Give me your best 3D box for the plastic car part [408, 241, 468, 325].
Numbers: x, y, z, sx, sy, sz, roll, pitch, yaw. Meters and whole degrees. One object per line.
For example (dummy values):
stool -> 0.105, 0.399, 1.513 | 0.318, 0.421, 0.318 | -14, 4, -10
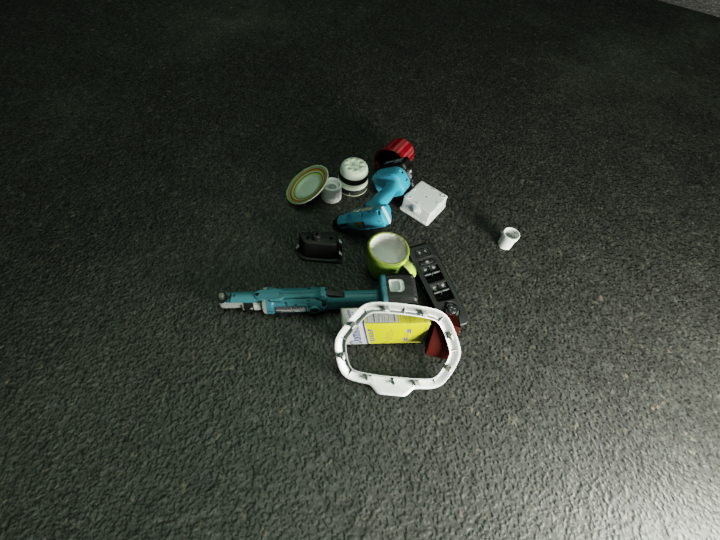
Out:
plastic car part -> 0.163, 0.038, 0.939 | 0.064, 0.066, 0.211 | -12, 60, -22

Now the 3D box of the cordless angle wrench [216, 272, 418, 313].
cordless angle wrench -> -0.097, 0.061, 0.908 | 0.424, 0.095, 0.076 | -1, 55, 1

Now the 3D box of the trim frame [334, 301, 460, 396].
trim frame -> 0.074, 0.153, 0.816 | 0.246, 0.182, 0.028 | 8, 11, -6

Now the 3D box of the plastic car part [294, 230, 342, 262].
plastic car part -> -0.098, -0.064, 1.002 | 0.116, 0.069, 0.068 | 4, 53, -5

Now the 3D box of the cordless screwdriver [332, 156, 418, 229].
cordless screwdriver -> 0.039, -0.190, 1.082 | 0.166, 0.071, 0.248 | -5, 39, 39
